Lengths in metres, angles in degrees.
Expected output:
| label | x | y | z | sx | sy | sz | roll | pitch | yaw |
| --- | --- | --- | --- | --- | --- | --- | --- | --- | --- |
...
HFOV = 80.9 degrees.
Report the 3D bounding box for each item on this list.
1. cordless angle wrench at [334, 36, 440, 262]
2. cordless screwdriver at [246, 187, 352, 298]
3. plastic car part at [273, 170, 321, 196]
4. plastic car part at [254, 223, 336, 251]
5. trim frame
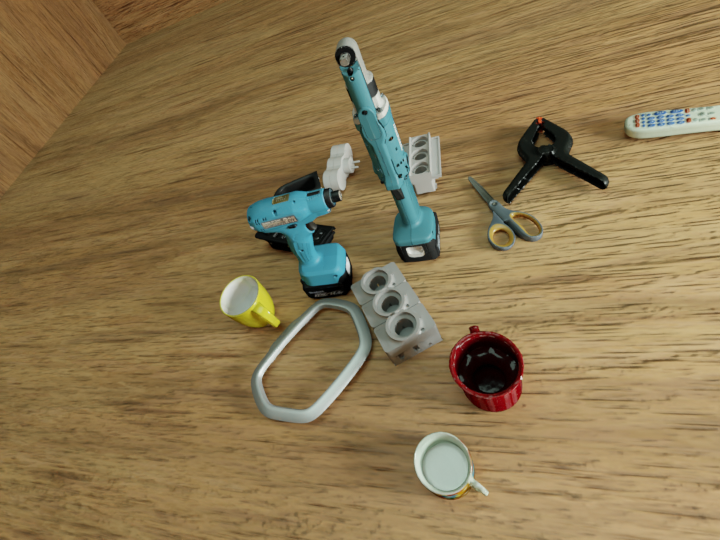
| label | x | y | z | sx | sy | sz | roll | pitch | yaw |
| --- | --- | --- | --- | --- | --- | --- | --- | --- | --- |
| cordless angle wrench | 0.048 | -0.166 | 0.665 | 0.077 | 0.401 | 0.100 | -7 | 52 | 21 |
| cordless screwdriver | -0.073 | -0.048 | 0.749 | 0.163 | 0.236 | 0.076 | -11 | 51 | 18 |
| plastic car part | -0.139 | -0.171 | 0.991 | 0.118 | 0.067 | 0.069 | -22 | 48 | 10 |
| plastic car part | -0.140 | -0.069 | 0.916 | 0.213 | 0.063 | 0.066 | 13 | 62 | 34 |
| trim frame | -0.088 | 0.152 | 0.746 | 0.195 | 0.026 | 0.247 | 28 | 71 | 39 |
